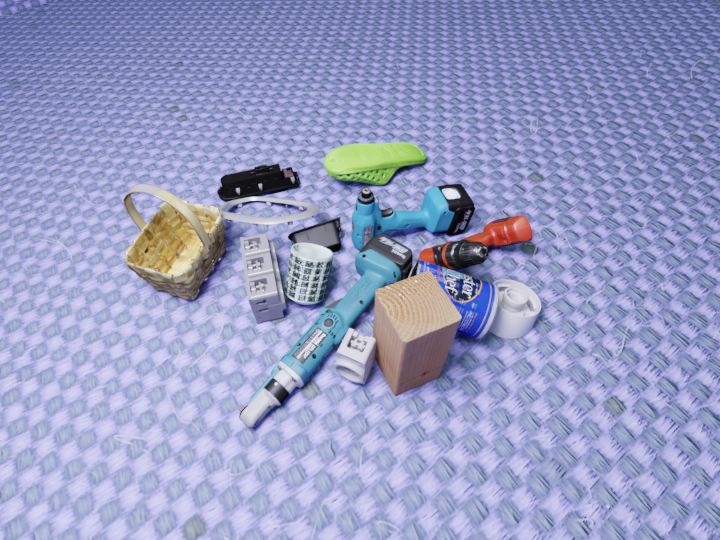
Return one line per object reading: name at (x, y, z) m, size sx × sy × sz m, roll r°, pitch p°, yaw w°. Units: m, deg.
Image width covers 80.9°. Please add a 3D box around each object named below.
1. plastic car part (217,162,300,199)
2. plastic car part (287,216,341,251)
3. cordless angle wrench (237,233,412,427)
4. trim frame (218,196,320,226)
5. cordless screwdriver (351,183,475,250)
plastic car part at (-0.252, -0.218, 1.026) m, size 0.202 × 0.064 × 0.069 m, roll -16°, pitch 53°, yaw -3°
plastic car part at (-0.087, -0.057, 0.894) m, size 0.115 × 0.064 × 0.073 m, roll -20°, pitch 69°, yaw -7°
cordless angle wrench at (-0.056, 0.104, 0.760) m, size 0.102 × 0.072 × 0.419 m, roll 30°, pitch 63°, yaw 24°
trim frame at (-0.206, -0.131, 0.924) m, size 0.260 × 0.027 × 0.180 m, roll 9°, pitch 27°, yaw 30°
cordless screwdriver at (0.103, -0.124, 0.863) m, size 0.246 × 0.154 × 0.077 m, roll -12°, pitch 54°, yaw -8°
